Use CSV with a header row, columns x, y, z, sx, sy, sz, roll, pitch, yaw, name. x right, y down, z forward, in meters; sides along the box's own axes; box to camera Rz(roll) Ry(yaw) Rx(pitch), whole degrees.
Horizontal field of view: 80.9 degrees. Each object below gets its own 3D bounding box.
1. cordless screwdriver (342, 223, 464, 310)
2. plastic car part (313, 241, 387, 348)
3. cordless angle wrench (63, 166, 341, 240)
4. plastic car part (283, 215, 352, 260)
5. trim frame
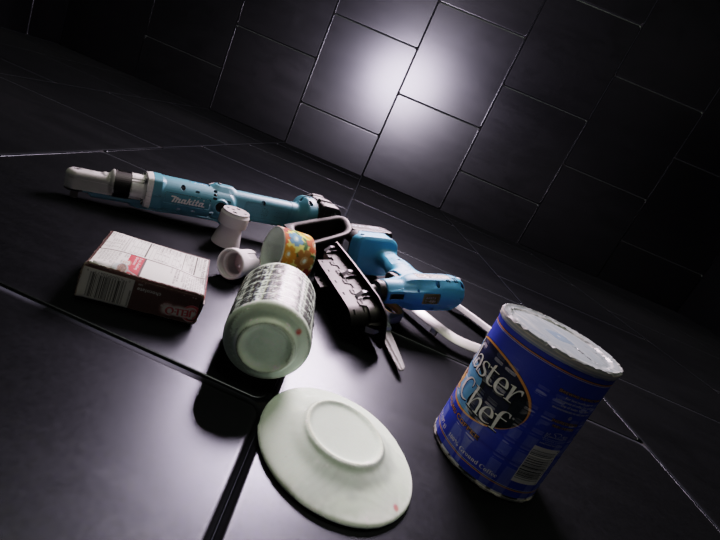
x,y,z,sx,sy,sz,roll,pitch,yaw,name
0.031,-0.008,0.695,0.153,0.073,0.262,2,21,-28,cordless screwdriver
-0.023,0.027,0.580,0.064,0.065,0.214,3,25,-28,plastic car part
-0.229,-0.107,0.677,0.403,0.097,0.078,8,20,-33,cordless angle wrench
-0.070,-0.046,0.716,0.112,0.070,0.069,-13,45,-35,plastic car part
0.147,0.078,0.714,0.175,0.027,0.263,6,22,-41,trim frame
